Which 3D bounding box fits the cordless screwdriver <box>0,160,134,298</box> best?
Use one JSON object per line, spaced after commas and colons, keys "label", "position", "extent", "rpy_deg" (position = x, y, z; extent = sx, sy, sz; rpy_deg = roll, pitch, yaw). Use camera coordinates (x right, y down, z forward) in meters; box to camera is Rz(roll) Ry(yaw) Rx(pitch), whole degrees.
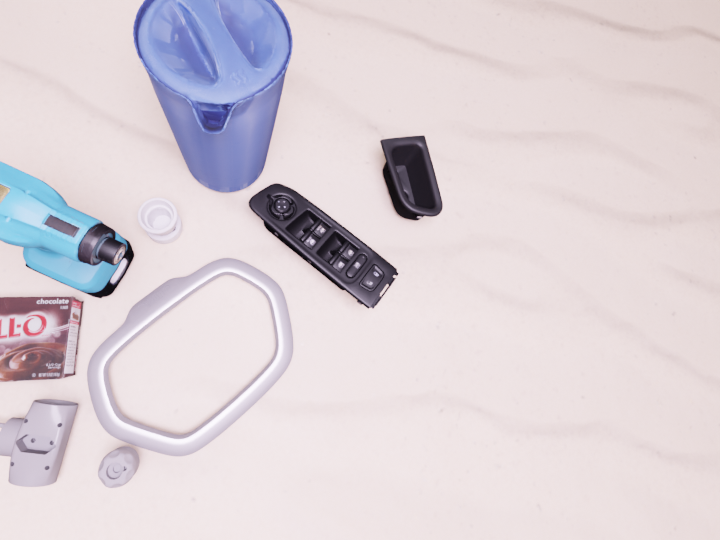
{"label": "cordless screwdriver", "position": [-0.275, -0.025, 0.402], "extent": [0.158, 0.250, 0.075], "rpy_deg": [26, 73, -7]}

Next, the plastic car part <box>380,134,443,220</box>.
{"label": "plastic car part", "position": [0.063, -0.117, 0.582], "extent": [0.065, 0.071, 0.118], "rpy_deg": [-9, 78, -15]}

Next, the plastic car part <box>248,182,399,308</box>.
{"label": "plastic car part", "position": [-0.053, -0.035, 0.541], "extent": [0.204, 0.067, 0.066], "rpy_deg": [40, 72, 1]}

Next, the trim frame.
{"label": "trim frame", "position": [-0.193, 0.094, 0.501], "extent": [0.246, 0.027, 0.186], "rpy_deg": [-41, 86, -17]}
